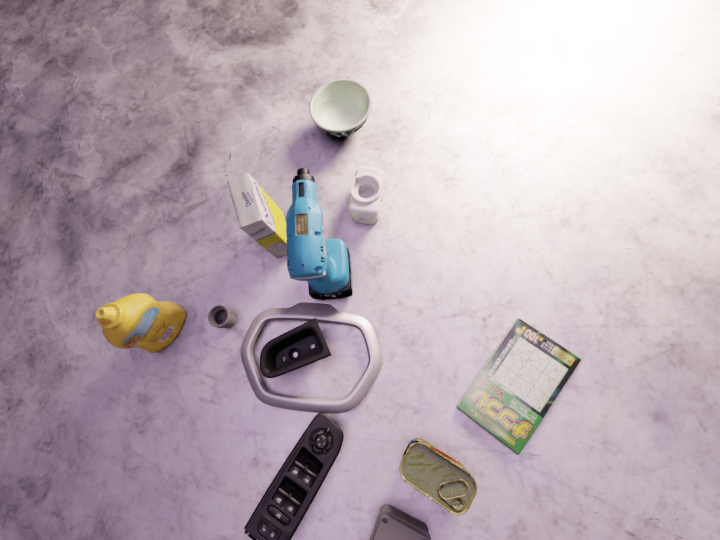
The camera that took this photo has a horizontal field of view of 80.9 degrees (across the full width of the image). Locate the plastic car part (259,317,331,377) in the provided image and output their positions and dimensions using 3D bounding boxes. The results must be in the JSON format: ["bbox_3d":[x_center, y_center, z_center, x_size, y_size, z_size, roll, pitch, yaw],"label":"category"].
[{"bbox_3d":[-0.110,0.138,0.716,0.117,0.069,0.068,-25,72,2],"label":"plastic car part"}]

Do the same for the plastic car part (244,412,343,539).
[{"bbox_3d":[-0.092,0.323,0.658,0.068,0.065,0.203,29,81,15],"label":"plastic car part"}]

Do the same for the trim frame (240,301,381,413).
[{"bbox_3d":[-0.088,0.146,0.732,0.253,0.026,0.187,1,73,11],"label":"trim frame"}]

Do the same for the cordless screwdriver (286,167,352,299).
[{"bbox_3d":[-0.066,-0.043,0.672,0.075,0.241,0.162,-6,74,5],"label":"cordless screwdriver"}]
